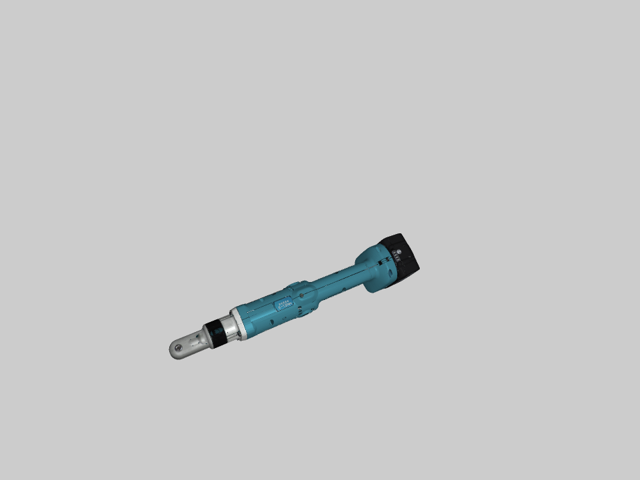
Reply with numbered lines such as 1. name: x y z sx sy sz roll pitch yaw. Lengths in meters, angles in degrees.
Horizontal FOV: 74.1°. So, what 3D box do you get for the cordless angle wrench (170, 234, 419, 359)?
1. cordless angle wrench: -0.034 0.097 0.692 0.422 0.074 0.098 -20 -15 -22
